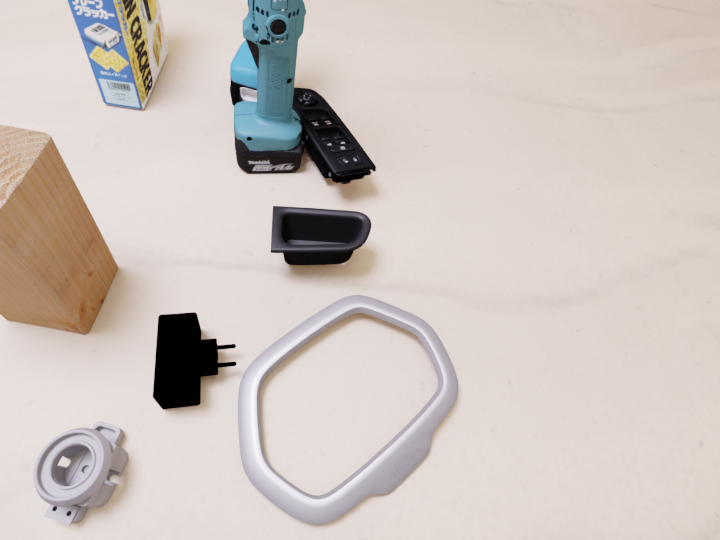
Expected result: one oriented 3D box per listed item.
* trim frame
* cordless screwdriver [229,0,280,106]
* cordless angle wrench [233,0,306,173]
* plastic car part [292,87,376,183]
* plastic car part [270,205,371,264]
[{"bbox_3d":[-0.011,0.129,0.438,0.244,0.027,0.191,-34,68,-26],"label":"trim frame"},{"bbox_3d":[-0.143,-0.321,0.578,0.074,0.245,0.162,16,57,-4],"label":"cordless screwdriver"},{"bbox_3d":[-0.093,-0.274,0.453,0.096,0.417,0.077,-2,60,-15],"label":"cordless angle wrench"},{"bbox_3d":[-0.055,-0.195,0.617,0.065,0.066,0.211,-18,62,-21],"label":"plastic car part"},{"bbox_3d":[-0.050,-0.033,0.511,0.115,0.070,0.068,3,58,-8],"label":"plastic car part"}]
